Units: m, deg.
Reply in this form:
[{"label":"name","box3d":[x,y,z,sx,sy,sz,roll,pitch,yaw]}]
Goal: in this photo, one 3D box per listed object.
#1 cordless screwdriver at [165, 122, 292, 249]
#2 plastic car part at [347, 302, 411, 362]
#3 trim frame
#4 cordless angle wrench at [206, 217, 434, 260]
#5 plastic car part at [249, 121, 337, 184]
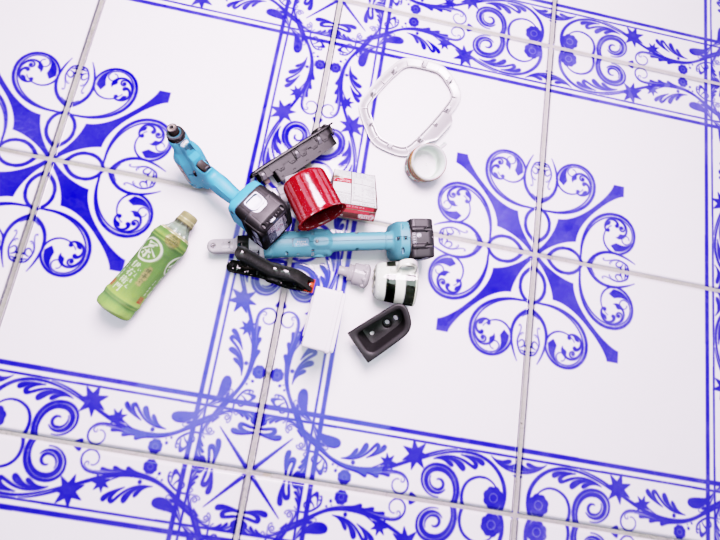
[{"label":"cordless screwdriver","box3d":[-0.237,-0.152,0.741,0.257,0.155,0.074,37,73,17]},{"label":"plastic car part","box3d":[0.043,0.107,0.794,0.117,0.070,0.066,-35,88,5]},{"label":"trim frame","box3d":[0.110,-0.358,0.911,0.185,0.027,0.247,41,77,2]},{"label":"cordless angle wrench","box3d":[-0.079,-0.052,0.806,0.421,0.098,0.075,-2,85,-2]},{"label":"plastic car part","box3d":[-0.124,-0.229,0.847,0.202,0.067,0.066,-41,98,-11]}]
